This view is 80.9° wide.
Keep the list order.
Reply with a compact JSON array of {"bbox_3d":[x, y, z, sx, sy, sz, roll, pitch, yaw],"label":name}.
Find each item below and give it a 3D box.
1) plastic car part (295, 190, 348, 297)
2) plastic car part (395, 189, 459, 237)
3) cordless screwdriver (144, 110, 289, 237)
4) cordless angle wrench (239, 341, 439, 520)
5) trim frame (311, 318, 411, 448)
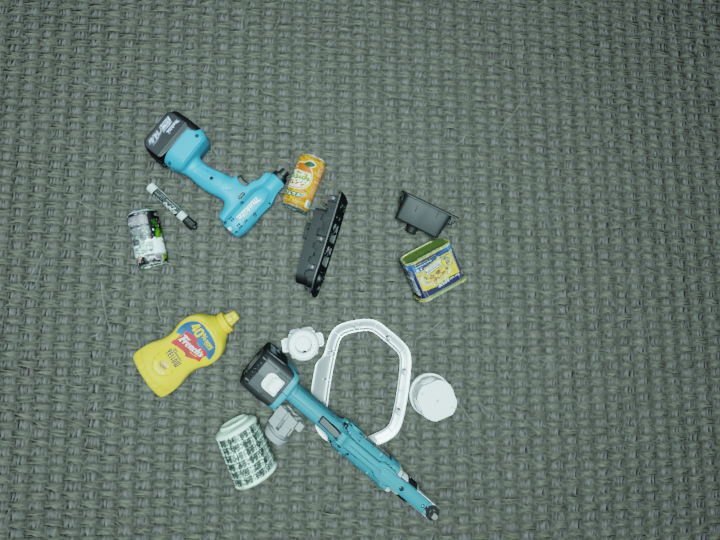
[{"bbox_3d":[-0.078,-0.051,0.801,0.068,0.065,0.204,12,84,5],"label":"plastic car part"},{"bbox_3d":[0.119,-0.102,0.822,0.117,0.066,0.071,23,99,1],"label":"plastic car part"},{"bbox_3d":[-0.268,-0.199,0.801,0.247,0.075,0.159,42,83,-3],"label":"cordless screwdriver"},{"bbox_3d":[-0.026,0.293,0.742,0.420,0.099,0.074,41,83,-3],"label":"cordless angle wrench"},{"bbox_3d":[0.001,0.217,0.798,0.184,0.027,0.249,10,86,-1],"label":"trim frame"}]
